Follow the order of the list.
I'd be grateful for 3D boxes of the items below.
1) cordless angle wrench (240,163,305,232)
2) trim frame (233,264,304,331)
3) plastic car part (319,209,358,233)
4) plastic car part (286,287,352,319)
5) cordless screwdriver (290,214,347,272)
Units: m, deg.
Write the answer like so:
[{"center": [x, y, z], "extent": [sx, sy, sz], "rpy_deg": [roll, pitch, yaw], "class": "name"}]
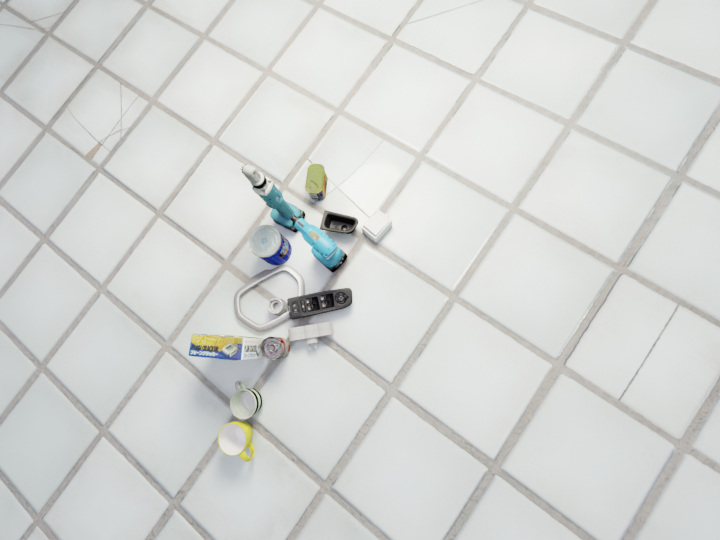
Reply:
[{"center": [-0.254, -0.210, 1.230], "extent": [0.100, 0.412, 0.074], "rpy_deg": [26, 83, 10], "class": "cordless angle wrench"}, {"center": [-0.294, 0.086, 1.367], "extent": [0.249, 0.027, 0.189], "rpy_deg": [-31, 73, 2], "class": "trim frame"}, {"center": [-0.063, -0.144, 1.357], "extent": [0.119, 0.069, 0.066], "rpy_deg": [13, 80, 12], "class": "plastic car part"}, {"center": [-0.121, 0.102, 1.311], "extent": [0.205, 0.065, 0.067], "rpy_deg": [-13, 77, 7], "class": "plastic car part"}, {"center": [-0.124, -0.081, 1.263], "extent": [0.164, 0.242, 0.074], "rpy_deg": [42, 86, 13], "class": "cordless screwdriver"}]
